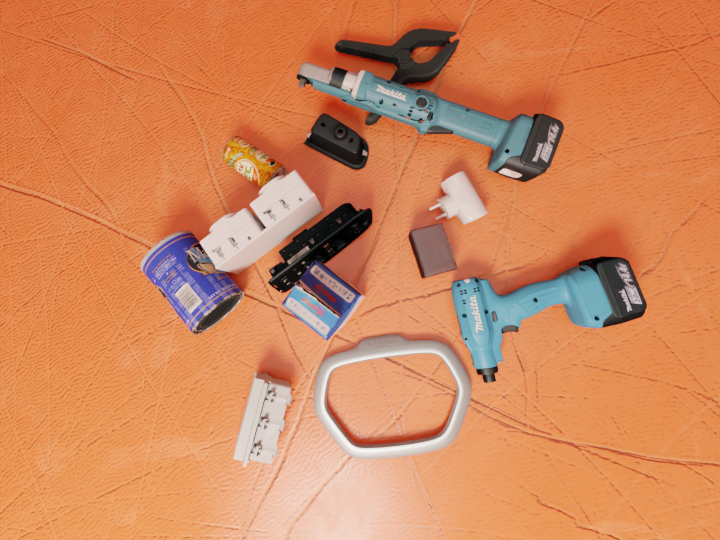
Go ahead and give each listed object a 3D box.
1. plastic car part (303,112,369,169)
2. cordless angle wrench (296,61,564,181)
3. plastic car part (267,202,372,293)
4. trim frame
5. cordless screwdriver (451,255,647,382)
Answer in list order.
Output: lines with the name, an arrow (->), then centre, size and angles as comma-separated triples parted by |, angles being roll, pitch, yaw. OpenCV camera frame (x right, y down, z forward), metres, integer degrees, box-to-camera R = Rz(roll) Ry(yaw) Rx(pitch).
plastic car part -> -0.038, -0.226, 0.718 | 0.119, 0.069, 0.066 | 32, 88, 12
cordless angle wrench -> 0.096, -0.261, 0.687 | 0.428, 0.073, 0.098 | 21, 89, 5
plastic car part -> -0.069, -0.045, 0.705 | 0.203, 0.063, 0.070 | -33, 56, 2
trim frame -> 0.048, 0.197, 0.668 | 0.251, 0.027, 0.186 | -11, 82, 7
cordless screwdriver -> 0.277, 0.071, 0.636 | 0.252, 0.072, 0.161 | -12, 82, 9
